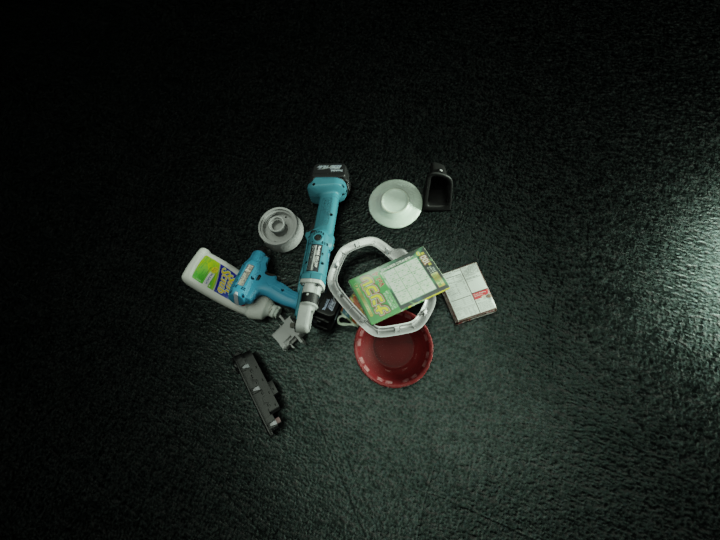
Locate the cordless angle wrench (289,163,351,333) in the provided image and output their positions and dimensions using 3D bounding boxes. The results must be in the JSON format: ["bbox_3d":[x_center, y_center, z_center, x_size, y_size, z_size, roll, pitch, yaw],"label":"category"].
[{"bbox_3d":[-0.092,-0.060,0.945,0.100,0.071,0.432,0,58,10],"label":"cordless angle wrench"}]

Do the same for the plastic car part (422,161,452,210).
[{"bbox_3d":[0.178,-0.202,0.977,0.067,0.112,0.073,1,49,7],"label":"plastic car part"}]

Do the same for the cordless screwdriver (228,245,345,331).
[{"bbox_3d":[-0.158,0.033,0.962,0.253,0.072,0.161,16,52,7],"label":"cordless screwdriver"}]

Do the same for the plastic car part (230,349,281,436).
[{"bbox_3d":[-0.225,0.256,0.927,0.066,0.064,0.211,-33,68,-12],"label":"plastic car part"}]

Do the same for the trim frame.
[{"bbox_3d":[0.041,0.028,0.896,0.182,0.026,0.260,-37,61,-12],"label":"trim frame"}]
